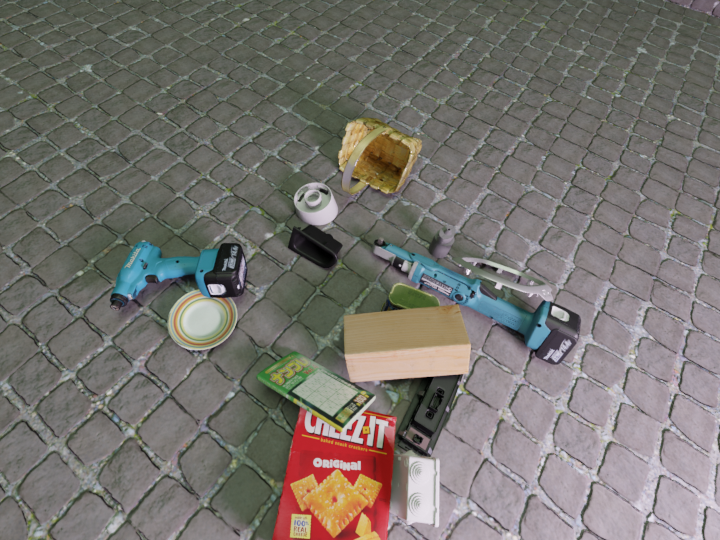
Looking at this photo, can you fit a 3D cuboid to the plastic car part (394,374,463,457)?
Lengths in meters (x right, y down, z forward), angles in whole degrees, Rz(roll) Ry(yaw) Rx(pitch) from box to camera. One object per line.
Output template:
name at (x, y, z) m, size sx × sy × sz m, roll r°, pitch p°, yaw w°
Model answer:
plastic car part at (0.132, 0.225, 0.752) m, size 0.069 × 0.065 × 0.202 m, roll 23°, pitch 55°, yaw 18°

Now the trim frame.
trim frame at (0.285, 0.012, 0.842) m, size 0.194 × 0.027 × 0.236 m, roll 26°, pitch 13°, yaw 34°

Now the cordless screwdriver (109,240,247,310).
cordless screwdriver at (-0.355, 0.015, 0.831) m, size 0.251 × 0.072 × 0.163 m, roll 2°, pitch 47°, yaw 5°

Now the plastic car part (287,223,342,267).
plastic car part at (-0.091, -0.059, 0.930) m, size 0.119 × 0.065 × 0.070 m, roll 29°, pitch 44°, yaw 9°

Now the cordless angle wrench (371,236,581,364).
cordless angle wrench at (0.212, 0.040, 0.868) m, size 0.438 × 0.096 × 0.073 m, roll 27°, pitch 41°, yaw 19°
